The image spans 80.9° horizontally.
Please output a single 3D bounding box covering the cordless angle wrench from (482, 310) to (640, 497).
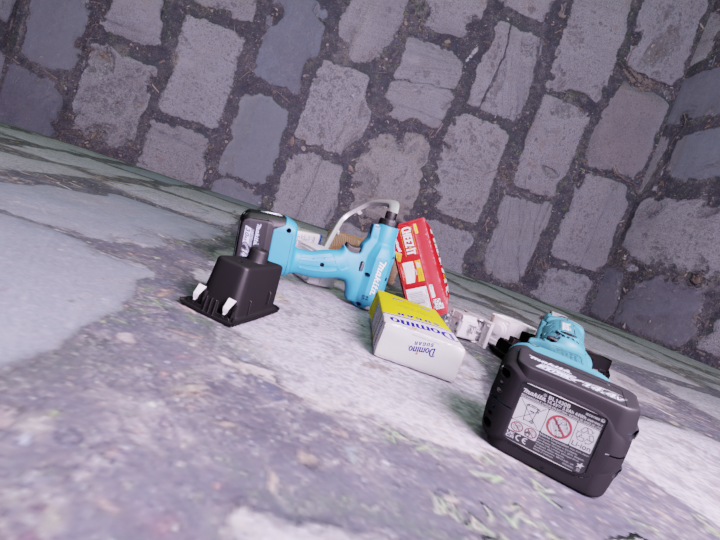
[{"bbox_3d":[0.227,0.097,0.486,0.102,0.074,0.407,21,13,23],"label":"cordless angle wrench"}]

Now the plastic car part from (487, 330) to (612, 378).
[{"bbox_3d":[0.311,0.137,0.665,0.199,0.067,0.067,20,-2,-9],"label":"plastic car part"}]

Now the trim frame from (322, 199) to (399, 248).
[{"bbox_3d":[-0.011,-0.069,0.850,0.191,0.251,0.026,-14,-54,32],"label":"trim frame"}]

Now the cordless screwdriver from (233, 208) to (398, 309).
[{"bbox_3d":[-0.063,-0.042,0.649,0.242,0.158,0.077,15,6,-15],"label":"cordless screwdriver"}]

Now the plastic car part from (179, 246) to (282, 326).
[{"bbox_3d":[-0.121,0.010,0.448,0.068,0.070,0.113,22,10,15],"label":"plastic car part"}]
